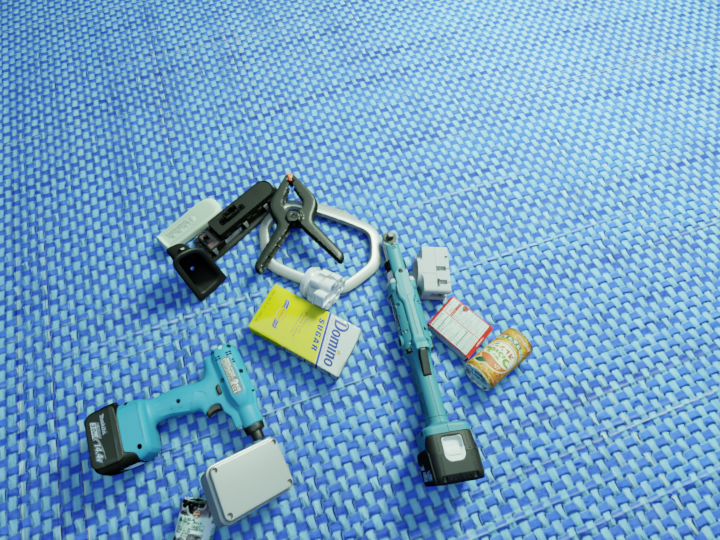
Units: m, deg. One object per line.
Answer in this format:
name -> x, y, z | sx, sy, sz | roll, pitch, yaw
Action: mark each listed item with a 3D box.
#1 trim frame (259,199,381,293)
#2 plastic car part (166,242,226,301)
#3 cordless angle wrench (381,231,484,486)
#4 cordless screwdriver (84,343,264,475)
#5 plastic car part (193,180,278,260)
trim frame -> -0.081, -0.053, 0.826 | 0.254, 0.027, 0.185 | 17, 66, 10
plastic car part -> -0.308, -0.011, 0.768 | 0.075, 0.111, 0.065 | 28, 64, 36
cordless angle wrench -> 0.093, 0.119, 0.714 | 0.074, 0.095, 0.438 | -8, 60, -7
cordless screwdriver -> -0.282, 0.239, 0.662 | 0.245, 0.073, 0.165 | -25, 67, -16
plastic car part -> -0.240, -0.114, 0.840 | 0.069, 0.065, 0.201 | 38, 67, 22
